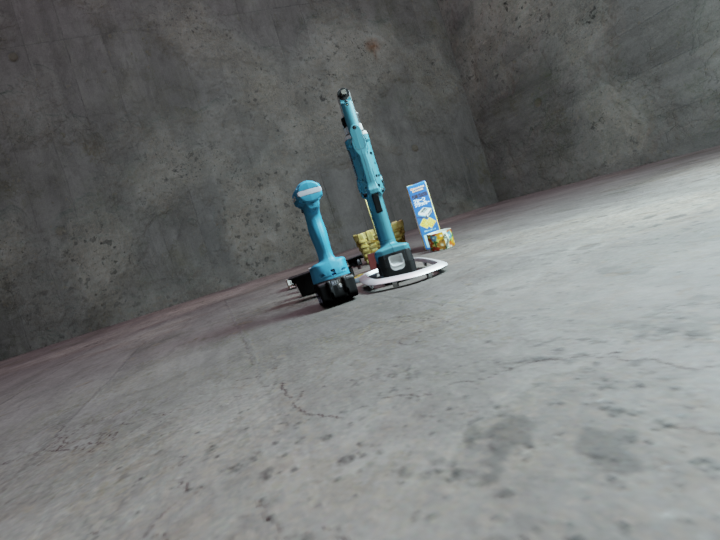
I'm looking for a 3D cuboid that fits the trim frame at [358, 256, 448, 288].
[{"bbox_3d":[0.090,0.002,0.908,0.183,0.027,0.251,-18,5,-6],"label":"trim frame"}]

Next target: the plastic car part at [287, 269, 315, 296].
[{"bbox_3d":[-0.111,0.029,1.039,0.118,0.071,0.065,-16,3,9],"label":"plastic car part"}]

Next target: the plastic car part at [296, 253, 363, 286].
[{"bbox_3d":[-0.082,0.013,1.127,0.204,0.067,0.066,-17,3,5],"label":"plastic car part"}]

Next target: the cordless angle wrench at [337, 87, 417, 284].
[{"bbox_3d":[0.022,-0.183,0.903,0.074,0.422,0.098,-17,0,0],"label":"cordless angle wrench"}]

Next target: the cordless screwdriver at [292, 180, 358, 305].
[{"bbox_3d":[-0.085,-0.056,0.873,0.073,0.248,0.161,-17,2,-12],"label":"cordless screwdriver"}]
